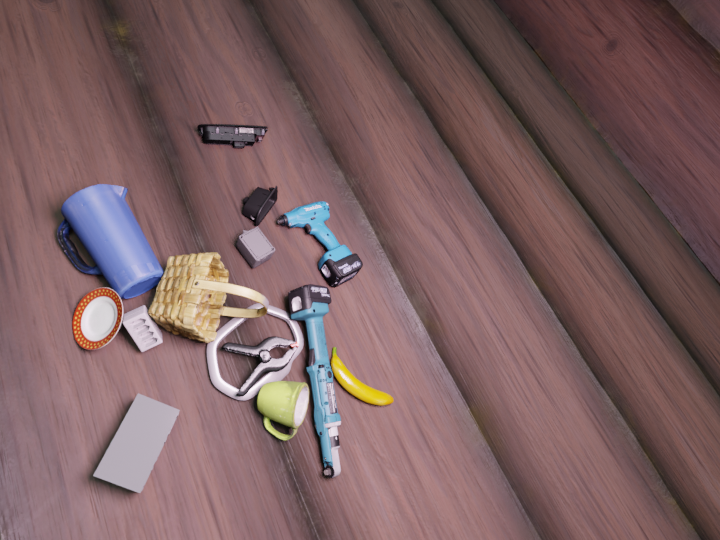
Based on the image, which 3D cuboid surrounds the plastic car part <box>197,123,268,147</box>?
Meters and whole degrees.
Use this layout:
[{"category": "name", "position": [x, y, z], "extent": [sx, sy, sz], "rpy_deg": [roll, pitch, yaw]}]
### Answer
[{"category": "plastic car part", "position": [-0.377, -0.394, 1.242], "extent": [0.196, 0.069, 0.067], "rpy_deg": [-1, 91, -25]}]

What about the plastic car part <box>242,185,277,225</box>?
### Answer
[{"category": "plastic car part", "position": [-0.284, -0.186, 1.166], "extent": [0.072, 0.065, 0.116], "rpy_deg": [26, 59, 8]}]

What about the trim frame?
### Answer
[{"category": "trim frame", "position": [-0.244, 0.185, 0.993], "extent": [0.187, 0.027, 0.244], "rpy_deg": [44, 54, 6]}]

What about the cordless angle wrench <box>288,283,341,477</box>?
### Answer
[{"category": "cordless angle wrench", "position": [-0.094, 0.246, 0.988], "extent": [0.093, 0.076, 0.434], "rpy_deg": [14, 58, -49]}]

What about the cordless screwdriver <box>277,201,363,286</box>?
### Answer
[{"category": "cordless screwdriver", "position": [-0.114, -0.074, 1.163], "extent": [0.154, 0.074, 0.257], "rpy_deg": [-20, 68, -30]}]
